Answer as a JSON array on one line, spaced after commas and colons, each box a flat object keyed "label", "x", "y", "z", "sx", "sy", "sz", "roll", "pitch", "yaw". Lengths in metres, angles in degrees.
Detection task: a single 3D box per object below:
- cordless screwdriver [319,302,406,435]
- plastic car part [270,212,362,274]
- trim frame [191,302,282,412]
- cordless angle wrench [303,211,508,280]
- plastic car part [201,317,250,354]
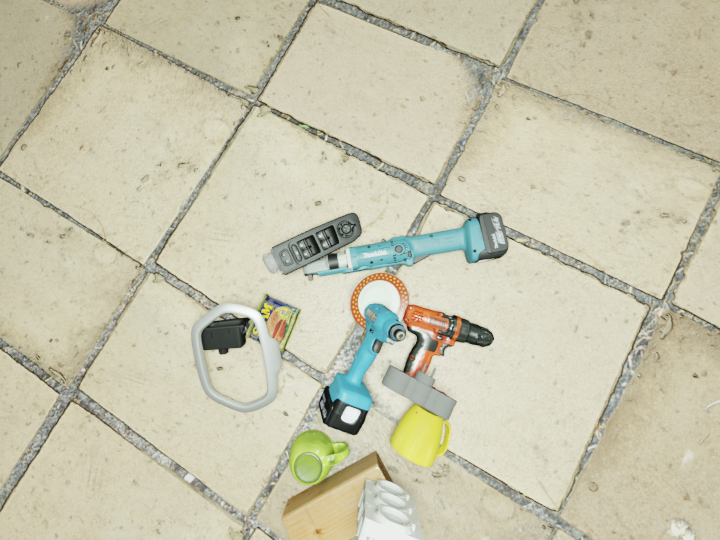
[{"label": "cordless screwdriver", "x": 0.009, "y": 0.191, "z": 0.810, "sx": 0.072, "sy": 0.163, "sz": 0.248, "roll": 24, "pitch": 91, "yaw": -16}, {"label": "plastic car part", "x": -0.090, "y": -0.059, "z": 0.921, "sx": 0.202, "sy": 0.067, "sz": 0.067, "roll": -26, "pitch": 85, "yaw": -5}, {"label": "trim frame", "x": -0.258, "y": 0.184, "z": 0.882, "sx": 0.187, "sy": 0.027, "sz": 0.245, "roll": -7, "pitch": 99, "yaw": 9}, {"label": "cordless angle wrench", "x": 0.083, "y": -0.040, "z": 0.903, "sx": 0.427, "sy": 0.072, "sz": 0.099, "roll": -10, "pitch": 80, "yaw": 7}, {"label": "plastic car part", "x": -0.295, "y": 0.145, "z": 0.918, "sx": 0.118, "sy": 0.066, "sz": 0.070, "roll": -10, "pitch": 95, "yaw": 6}]
